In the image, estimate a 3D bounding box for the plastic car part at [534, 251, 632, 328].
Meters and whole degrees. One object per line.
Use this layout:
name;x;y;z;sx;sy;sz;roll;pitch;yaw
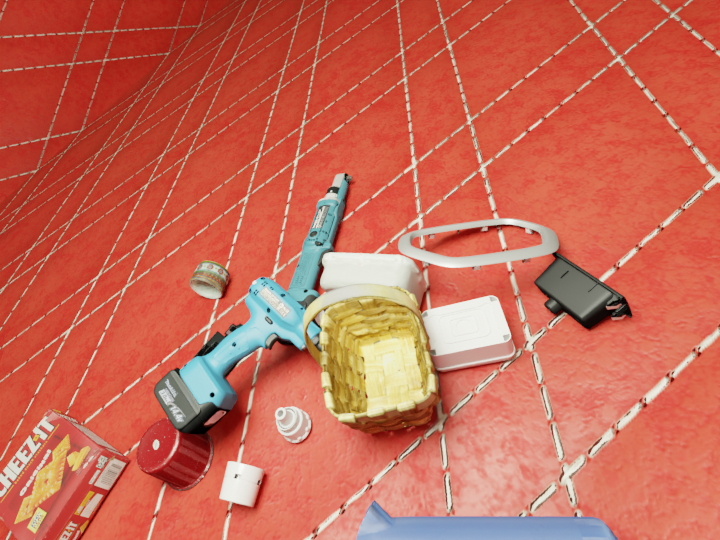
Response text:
plastic car part;0.295;0.035;0.587;0.071;0.062;0.123;-46;42;5

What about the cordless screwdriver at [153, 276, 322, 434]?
cordless screwdriver;-0.177;0.143;0.646;0.166;0.071;0.248;38;78;23

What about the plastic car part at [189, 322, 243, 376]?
plastic car part;-0.281;0.178;0.768;0.070;0.064;0.202;25;70;32

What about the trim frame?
trim frame;0.183;-0.046;0.670;0.247;0.027;0.191;-11;25;-6

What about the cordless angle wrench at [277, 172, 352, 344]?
cordless angle wrench;-0.083;-0.055;0.854;0.101;0.070;0.430;-5;49;23
